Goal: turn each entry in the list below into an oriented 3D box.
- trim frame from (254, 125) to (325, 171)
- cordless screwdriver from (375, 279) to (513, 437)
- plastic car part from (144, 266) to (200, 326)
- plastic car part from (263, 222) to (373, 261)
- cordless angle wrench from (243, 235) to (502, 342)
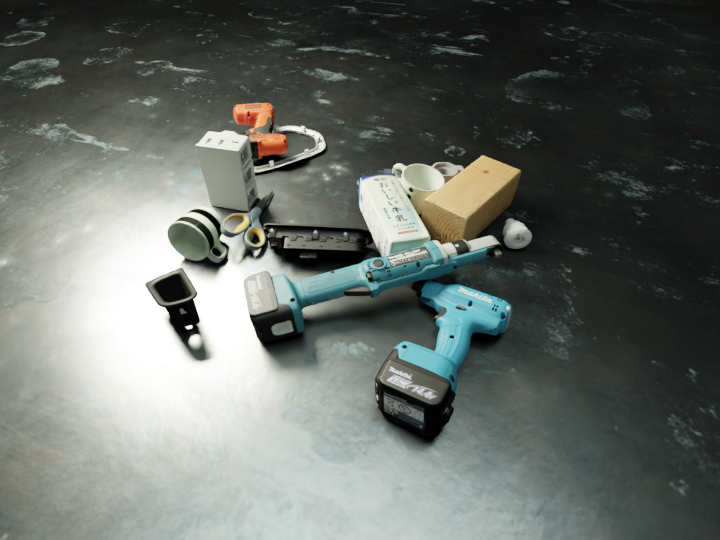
[{"bbox_3d":[-0.208,-0.310,1.059,0.243,0.027,0.194,-23,51,-22],"label":"trim frame"},{"bbox_3d":[0.101,0.103,0.618,0.167,0.072,0.245,20,45,31],"label":"cordless screwdriver"},{"bbox_3d":[-0.290,0.053,0.674,0.064,0.068,0.123,-28,36,-25],"label":"plastic car part"},{"bbox_3d":[-0.076,-0.050,0.777,0.203,0.064,0.069,-1,55,0],"label":"plastic car part"},{"bbox_3d":[0.028,0.008,0.684,0.419,0.071,0.103,-15,48,-7],"label":"cordless angle wrench"}]
